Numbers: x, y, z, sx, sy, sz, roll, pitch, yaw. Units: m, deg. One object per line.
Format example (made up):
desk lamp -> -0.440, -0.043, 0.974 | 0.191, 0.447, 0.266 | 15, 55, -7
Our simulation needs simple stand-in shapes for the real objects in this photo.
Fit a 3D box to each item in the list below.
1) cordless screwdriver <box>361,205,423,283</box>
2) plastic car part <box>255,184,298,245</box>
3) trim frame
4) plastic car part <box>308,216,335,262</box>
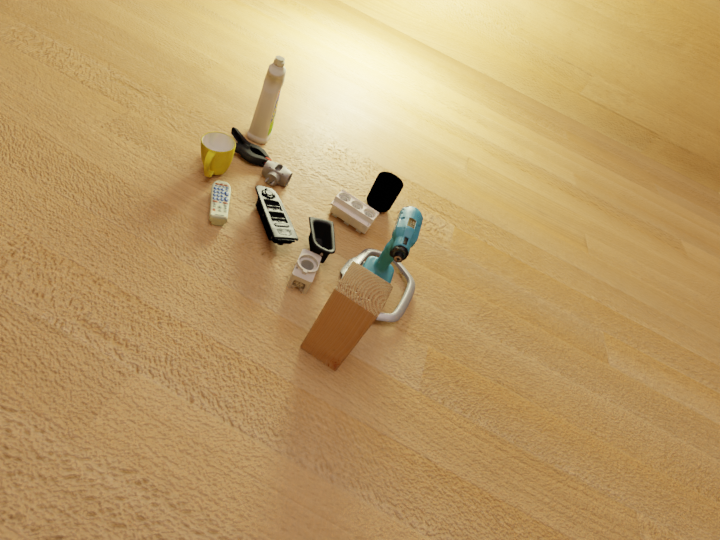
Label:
cordless screwdriver -> 0.053, -0.012, 0.931 | 0.074, 0.247, 0.160 | 27, 43, -5
plastic car part -> -0.218, -0.133, 1.052 | 0.064, 0.066, 0.212 | -3, 51, -30
trim frame -> 0.040, 0.032, 1.043 | 0.186, 0.027, 0.247 | 31, 44, 5
plastic car part -> -0.102, -0.066, 1.039 | 0.064, 0.070, 0.121 | 10, 46, -19
